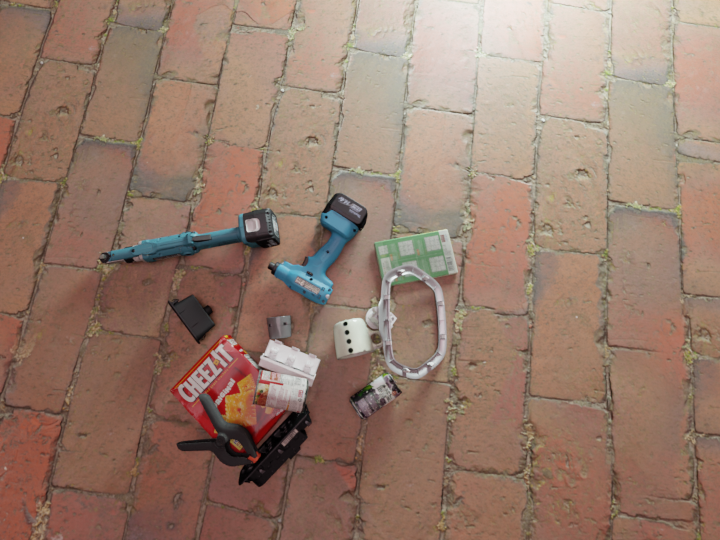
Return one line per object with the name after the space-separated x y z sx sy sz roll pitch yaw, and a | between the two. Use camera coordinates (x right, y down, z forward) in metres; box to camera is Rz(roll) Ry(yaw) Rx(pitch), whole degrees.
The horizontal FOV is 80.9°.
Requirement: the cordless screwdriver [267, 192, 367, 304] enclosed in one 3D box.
-0.096 -0.063 0.983 0.161 0.073 0.249 27 84 6 | cordless screwdriver

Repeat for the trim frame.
0.116 0.109 0.929 0.178 0.028 0.251 4 79 -23 | trim frame

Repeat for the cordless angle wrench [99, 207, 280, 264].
-0.404 -0.064 0.991 0.425 0.096 0.075 -10 81 4 | cordless angle wrench

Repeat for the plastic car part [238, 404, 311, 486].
-0.175 0.380 0.901 0.202 0.069 0.065 -42 109 -8 | plastic car part

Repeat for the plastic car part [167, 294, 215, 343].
-0.377 0.102 0.968 0.070 0.066 0.118 -40 84 -22 | plastic car part
